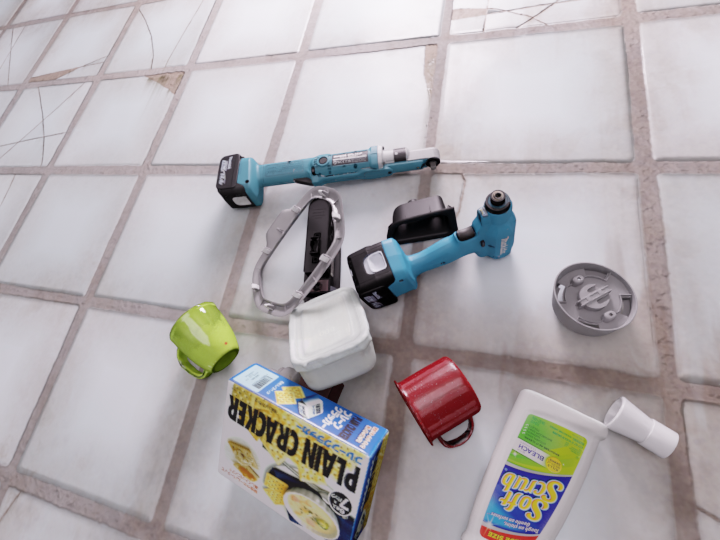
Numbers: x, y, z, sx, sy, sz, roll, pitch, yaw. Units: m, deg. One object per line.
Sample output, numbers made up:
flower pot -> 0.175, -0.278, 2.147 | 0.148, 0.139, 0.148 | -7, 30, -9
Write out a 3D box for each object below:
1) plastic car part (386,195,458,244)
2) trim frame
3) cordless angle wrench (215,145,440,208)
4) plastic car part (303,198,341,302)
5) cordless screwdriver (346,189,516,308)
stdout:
plastic car part -> 0.100, -0.092, 0.714 | 0.119, 0.063, 0.073 | -8, 49, 17
trim frame -> -0.113, -0.034, 0.719 | 0.249, 0.026, 0.194 | -53, 42, 15
cordless angle wrench -> -0.067, -0.193, 0.810 | 0.432, 0.071, 0.100 | -4, 65, 14
plastic car part -> -0.073, -0.048, 0.747 | 0.068, 0.063, 0.208 | -9, 61, 20
cordless screwdriver -> 0.104, -0.032, 0.625 | 0.251, 0.152, 0.077 | -21, 63, 9
